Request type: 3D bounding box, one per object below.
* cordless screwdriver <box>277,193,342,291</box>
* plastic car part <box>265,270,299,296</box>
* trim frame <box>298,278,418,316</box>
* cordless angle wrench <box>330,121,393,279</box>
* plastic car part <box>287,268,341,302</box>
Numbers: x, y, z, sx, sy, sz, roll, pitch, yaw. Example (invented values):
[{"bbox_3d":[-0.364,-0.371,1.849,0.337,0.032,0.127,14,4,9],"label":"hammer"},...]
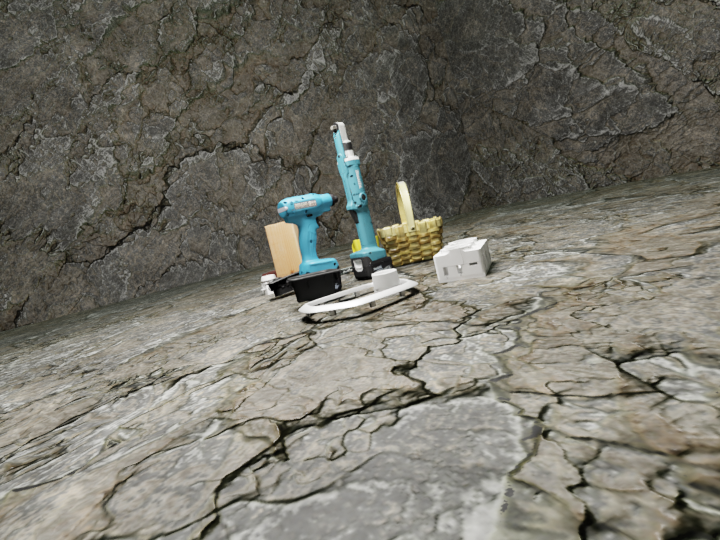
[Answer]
[{"bbox_3d":[-0.102,-0.067,1.043,0.154,0.248,0.077,-15,3,-30],"label":"cordless screwdriver"},{"bbox_3d":[-0.176,0.026,1.193,0.196,0.067,0.069,-17,6,-33],"label":"plastic car part"},{"bbox_3d":[-0.002,0.051,0.814,0.240,0.027,0.192,-19,8,-37],"label":"trim frame"},{"bbox_3d":[-0.010,-0.189,1.133,0.094,0.421,0.077,-15,3,-39],"label":"cordless angle wrench"},{"bbox_3d":[-0.101,0.039,0.924,0.113,0.070,0.068,-16,5,-23],"label":"plastic car part"}]
